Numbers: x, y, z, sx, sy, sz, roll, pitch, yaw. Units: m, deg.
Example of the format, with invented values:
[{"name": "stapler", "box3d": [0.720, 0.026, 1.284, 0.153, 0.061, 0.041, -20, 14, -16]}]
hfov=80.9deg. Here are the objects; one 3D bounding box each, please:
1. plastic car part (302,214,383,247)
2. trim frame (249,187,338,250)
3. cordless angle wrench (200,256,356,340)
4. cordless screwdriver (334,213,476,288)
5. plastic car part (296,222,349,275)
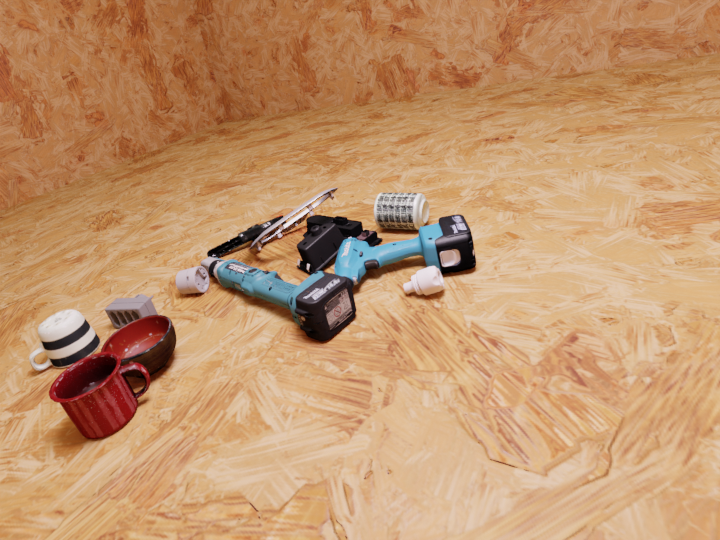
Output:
[{"name": "plastic car part", "box3d": [-0.055, -0.088, 0.943, 0.214, 0.064, 0.065, 11, 43, 41]}, {"name": "trim frame", "box3d": [-0.151, -0.117, 0.972, 0.247, 0.027, 0.186, -38, 7, -6]}, {"name": "cordless angle wrench", "box3d": [-0.193, 0.023, 0.801, 0.446, 0.072, 0.096, 13, 38, 43]}, {"name": "cordless screwdriver", "box3d": [0.073, -0.021, 0.757, 0.254, 0.072, 0.161, -10, 29, 15]}, {"name": "plastic car part", "box3d": [-0.084, -0.055, 0.860, 0.115, 0.067, 0.070, -44, 38, -18]}]
